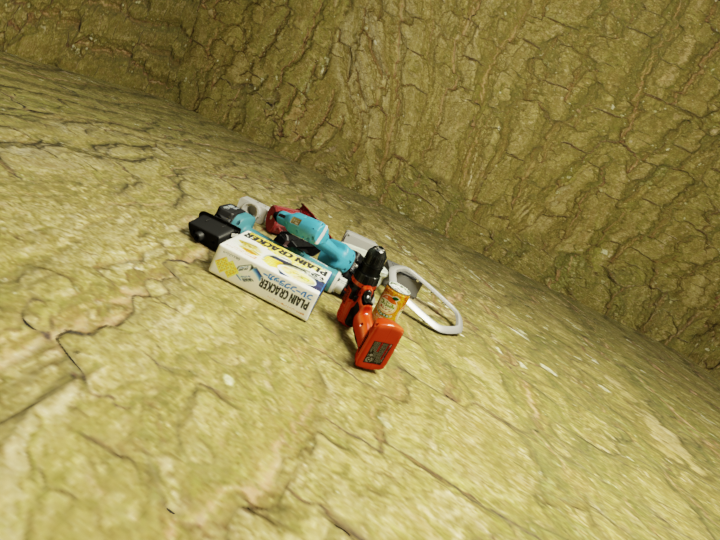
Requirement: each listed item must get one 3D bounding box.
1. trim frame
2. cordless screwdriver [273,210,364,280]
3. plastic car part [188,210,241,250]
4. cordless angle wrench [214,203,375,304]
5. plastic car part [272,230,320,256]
[{"bbox_3d":[0.172,0.076,1.131,0.255,0.027,0.179,40,32,13],"label":"trim frame"},{"bbox_3d":[-0.101,-0.066,1.035,0.168,0.074,0.235,25,-10,36],"label":"cordless screwdriver"},{"bbox_3d":[-0.333,-0.081,0.934,0.120,0.065,0.070,26,29,13],"label":"plastic car part"},{"bbox_3d":[-0.155,-0.025,0.998,0.427,0.074,0.097,29,14,4],"label":"cordless angle wrench"},{"bbox_3d":[-0.160,-0.068,1.135,0.069,0.066,0.196,41,19,15],"label":"plastic car part"}]
